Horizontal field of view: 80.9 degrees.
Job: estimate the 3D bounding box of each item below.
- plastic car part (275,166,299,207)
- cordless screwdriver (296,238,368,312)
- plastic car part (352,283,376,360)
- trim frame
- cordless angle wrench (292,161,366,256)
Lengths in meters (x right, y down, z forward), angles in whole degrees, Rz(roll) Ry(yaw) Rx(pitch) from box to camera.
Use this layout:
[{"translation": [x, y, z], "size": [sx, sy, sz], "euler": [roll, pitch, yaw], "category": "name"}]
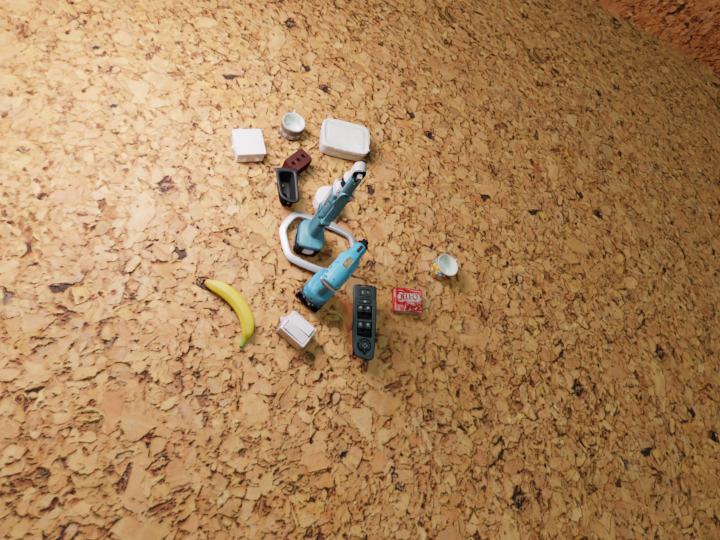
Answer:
[{"translation": [-0.219, -0.236, 1.241], "size": [0.064, 0.071, 0.119], "euler": [-1, 69, -22], "category": "plastic car part"}, {"translation": [-0.070, 0.013, 1.086], "size": [0.074, 0.251, 0.158], "euler": [43, 61, -4], "category": "cordless screwdriver"}, {"translation": [0.003, 0.144, 1.160], "size": [0.064, 0.067, 0.207], "euler": [8, 66, -19], "category": "plastic car part"}, {"translation": [-0.121, -0.079, 1.234], "size": [0.243, 0.028, 0.187], "euler": [19, 63, -11], "category": "trim frame"}, {"translation": [-0.078, -0.150, 1.052], "size": [0.072, 0.427, 0.100], "euler": [14, 67, -19], "category": "cordless angle wrench"}]
